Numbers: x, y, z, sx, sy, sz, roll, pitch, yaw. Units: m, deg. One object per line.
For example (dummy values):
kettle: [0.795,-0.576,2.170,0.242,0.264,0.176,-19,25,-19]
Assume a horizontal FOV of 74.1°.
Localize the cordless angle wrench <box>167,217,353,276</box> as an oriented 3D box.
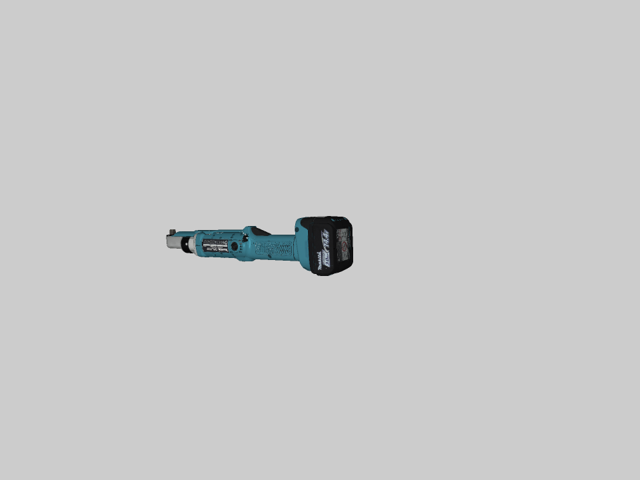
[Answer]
cordless angle wrench: [-0.143,0.007,0.801,0.423,0.098,0.074,1,6,31]
